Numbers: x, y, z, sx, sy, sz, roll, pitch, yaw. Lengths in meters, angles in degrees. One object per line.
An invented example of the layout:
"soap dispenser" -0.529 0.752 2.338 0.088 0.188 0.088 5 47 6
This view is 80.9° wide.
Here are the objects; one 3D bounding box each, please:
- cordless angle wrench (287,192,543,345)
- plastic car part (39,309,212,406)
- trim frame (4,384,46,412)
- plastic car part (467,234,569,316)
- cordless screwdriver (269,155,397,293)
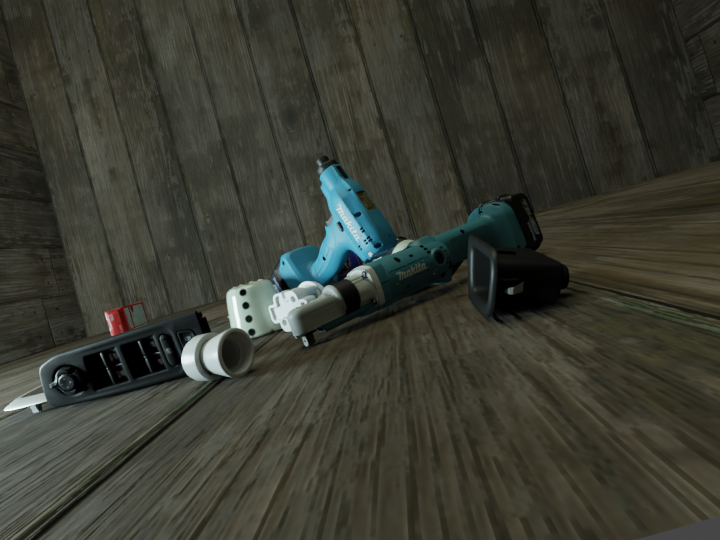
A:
"cordless angle wrench" 0.085 -0.010 0.547 0.410 0.098 0.076 -22 0 -34
"plastic car part" -0.260 0.094 0.479 0.203 0.064 0.069 -18 19 0
"trim frame" -0.380 0.151 0.607 0.182 0.027 0.252 -16 5 -10
"plastic car part" 0.134 0.004 0.361 0.072 0.065 0.116 -2 6 4
"cordless screwdriver" -0.062 -0.041 0.637 0.072 0.163 0.251 -19 -19 -41
